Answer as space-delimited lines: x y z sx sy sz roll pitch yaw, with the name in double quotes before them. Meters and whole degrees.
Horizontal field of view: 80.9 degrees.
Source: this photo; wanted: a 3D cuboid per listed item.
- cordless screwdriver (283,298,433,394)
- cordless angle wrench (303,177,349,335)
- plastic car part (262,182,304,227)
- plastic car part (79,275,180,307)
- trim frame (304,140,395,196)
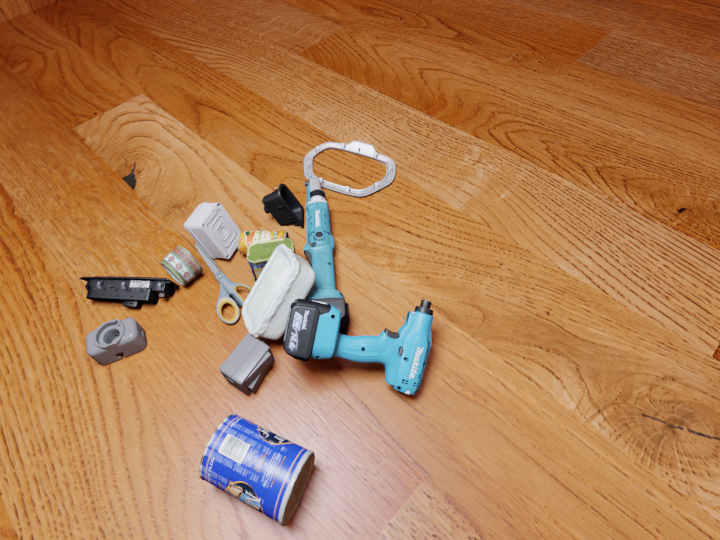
"cordless screwdriver" 0.000 0.100 0.716 0.246 0.075 0.160 17 84 -5
"cordless angle wrench" -0.089 -0.058 0.915 0.098 0.072 0.438 -6 51 -1
"plastic car part" -0.184 -0.146 0.970 0.072 0.110 0.068 -19 51 18
"plastic car part" -0.489 0.043 0.887 0.206 0.065 0.068 5 80 8
"trim frame" -0.032 -0.270 1.091 0.258 0.026 0.184 20 57 21
